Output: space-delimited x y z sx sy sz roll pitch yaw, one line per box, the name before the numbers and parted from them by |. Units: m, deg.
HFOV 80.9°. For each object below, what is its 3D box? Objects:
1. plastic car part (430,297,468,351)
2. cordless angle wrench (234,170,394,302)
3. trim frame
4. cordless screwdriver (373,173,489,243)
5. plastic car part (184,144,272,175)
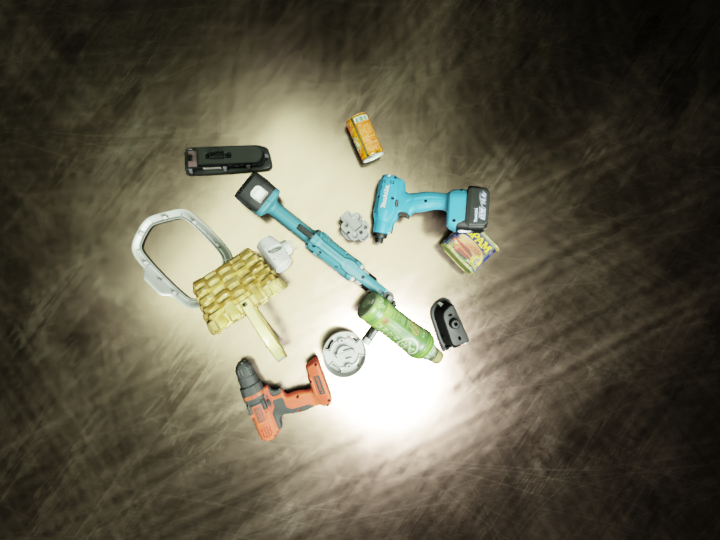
plastic car part | 0.206 0.124 0.957 0.065 0.071 0.116 -21 92 -6
cordless angle wrench | -0.094 -0.061 0.957 0.420 0.099 0.074 38 86 -4
trim frame | -0.410 -0.028 0.971 0.184 0.027 0.248 -44 90 -3
cordless screwdriver | 0.152 -0.123 0.943 0.257 0.072 0.159 10 87 18
plastic car part | -0.307 -0.263 0.974 0.201 0.067 0.067 -3 81 -5
